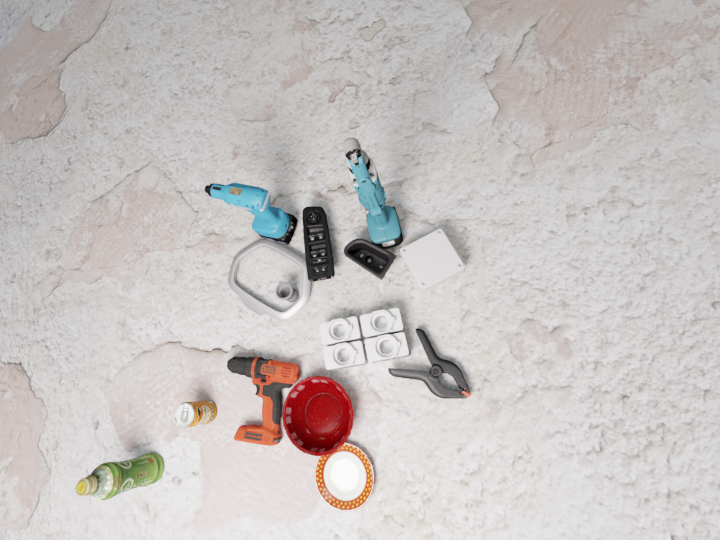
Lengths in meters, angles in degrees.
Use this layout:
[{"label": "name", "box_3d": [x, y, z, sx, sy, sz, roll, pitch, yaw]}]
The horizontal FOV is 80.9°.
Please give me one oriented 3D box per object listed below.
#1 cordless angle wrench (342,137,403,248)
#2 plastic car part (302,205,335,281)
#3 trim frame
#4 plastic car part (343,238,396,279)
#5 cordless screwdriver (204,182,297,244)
[{"label": "cordless angle wrench", "box_3d": [0.024, -0.150, 0.861, 0.075, 0.407, 0.100, -15, 72, 8]}, {"label": "plastic car part", "box_3d": [-0.103, -0.068, 1.058, 0.067, 0.064, 0.208, -14, 70, 10]}, {"label": "trim frame", "box_3d": [-0.235, 0.022, 1.089, 0.259, 0.026, 0.184, 27, 82, 22]}, {"label": "plastic car part", "box_3d": [0.023, -0.028, 1.006, 0.121, 0.068, 0.066, 31, 83, 21]}, {"label": "cordless screwdriver", "box_3d": [-0.260, -0.144, 1.034, 0.165, 0.239, 0.075, 14, 78, 17]}]
